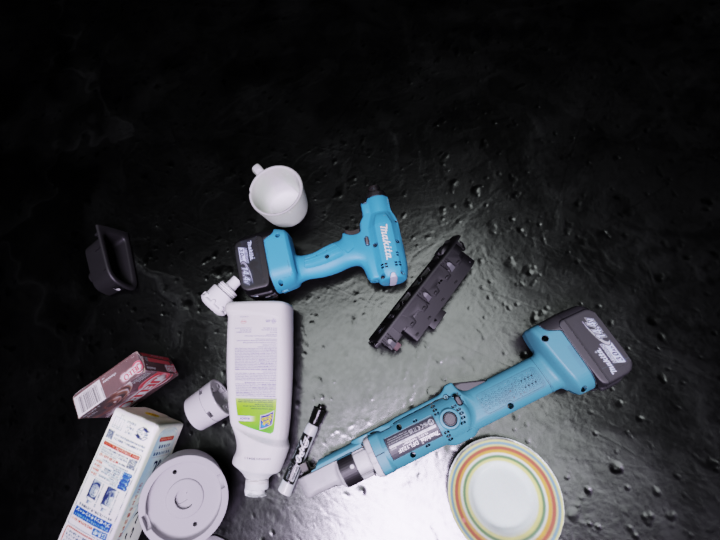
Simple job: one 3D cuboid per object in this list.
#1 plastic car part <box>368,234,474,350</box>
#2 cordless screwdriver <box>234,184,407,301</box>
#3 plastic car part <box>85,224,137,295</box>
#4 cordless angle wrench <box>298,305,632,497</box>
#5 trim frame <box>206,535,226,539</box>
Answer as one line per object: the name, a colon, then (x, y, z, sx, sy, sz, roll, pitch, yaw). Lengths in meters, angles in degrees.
plastic car part: (0.094, 0.036, 0.593, 0.068, 0.065, 0.203, 34, 80, 8)
cordless screwdriver: (-0.063, -0.042, 0.649, 0.250, 0.072, 0.163, -10, 69, 4)
plastic car part: (-0.434, -0.009, 0.723, 0.072, 0.063, 0.120, -26, 71, 16)
cordless angle wrench: (0.112, 0.184, 0.534, 0.424, 0.071, 0.101, -28, 69, 3)
trim frame: (-0.197, 0.443, 0.525, 0.256, 0.026, 0.185, 13, 75, 17)
